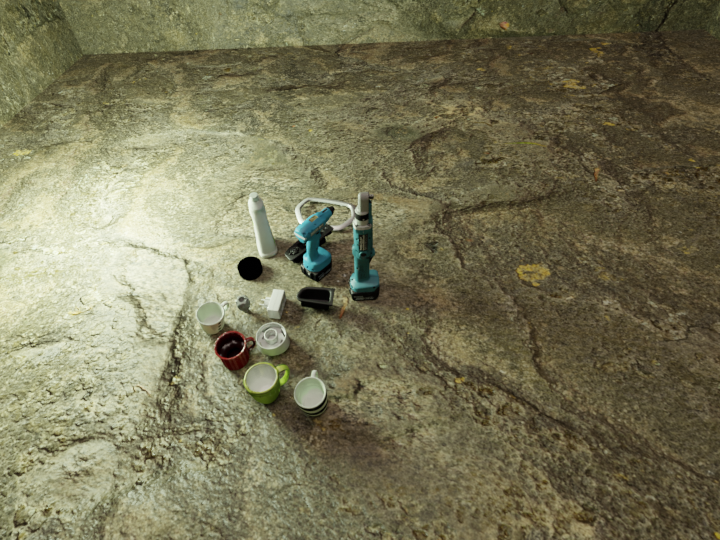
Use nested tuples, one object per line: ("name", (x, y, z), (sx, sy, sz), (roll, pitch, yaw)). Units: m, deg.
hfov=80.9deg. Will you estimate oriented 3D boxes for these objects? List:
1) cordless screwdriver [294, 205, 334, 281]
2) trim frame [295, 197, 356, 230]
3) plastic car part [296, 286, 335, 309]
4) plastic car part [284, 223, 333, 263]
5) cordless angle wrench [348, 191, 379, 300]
("cordless screwdriver", (-0.136, -0.089, 1.391), (0.078, 0.240, 0.157), (31, 57, 25))
("trim frame", (-0.135, -0.225, 1.653), (0.254, 0.026, 0.187), (8, 50, 13))
("plastic car part", (-0.141, 0.095, 1.344), (0.118, 0.068, 0.067), (3, 49, 8))
("plastic car part", (-0.186, -0.093, 1.517), (0.200, 0.064, 0.070), (-38, 57, -25))
("cordless angle wrench", (0.009, -0.064, 1.241), (0.098, 0.408, 0.077), (-3, 49, -1))
